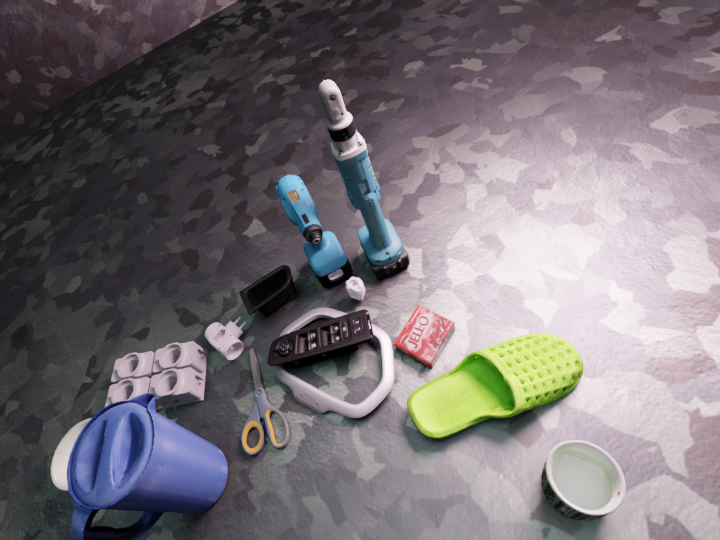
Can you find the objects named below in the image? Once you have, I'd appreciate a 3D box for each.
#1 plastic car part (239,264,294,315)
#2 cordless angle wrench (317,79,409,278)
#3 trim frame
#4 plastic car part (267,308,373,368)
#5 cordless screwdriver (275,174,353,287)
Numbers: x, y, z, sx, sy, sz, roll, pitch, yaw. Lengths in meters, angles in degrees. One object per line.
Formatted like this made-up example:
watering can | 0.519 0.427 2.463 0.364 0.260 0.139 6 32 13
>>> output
plastic car part | -0.180 0.049 0.877 0.116 0.067 0.069 -33 52 -4
cordless angle wrench | 0.005 -0.135 0.723 0.074 0.402 0.103 -24 52 0
trim frame | -0.054 0.163 0.775 0.261 0.026 0.184 17 64 29
plastic car part | -0.073 0.134 0.779 0.205 0.064 0.069 -16 53 9
cordless screwdriver | -0.078 -0.051 0.801 0.074 0.237 0.167 -27 52 -2
